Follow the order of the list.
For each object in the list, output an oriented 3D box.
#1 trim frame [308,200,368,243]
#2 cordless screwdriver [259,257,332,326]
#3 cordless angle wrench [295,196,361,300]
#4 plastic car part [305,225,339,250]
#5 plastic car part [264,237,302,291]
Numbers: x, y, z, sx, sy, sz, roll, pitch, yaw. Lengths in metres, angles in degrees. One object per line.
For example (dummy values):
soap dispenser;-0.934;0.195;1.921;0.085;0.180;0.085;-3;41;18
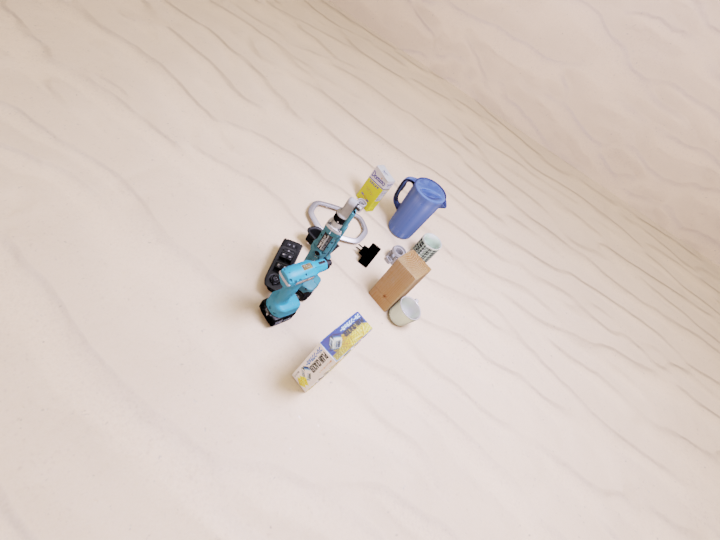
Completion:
trim frame;-0.083;-0.185;1.593;0.241;0.027;0.190;15;48;-16
cordless screwdriver;-0.183;0.054;1.189;0.154;0.249;0.077;-20;68;-39
cordless angle wrench;-0.109;-0.060;1.200;0.099;0.424;0.073;40;45;2
plastic car part;-0.142;-0.093;1.456;0.119;0.071;0.065;44;46;10
plastic car part;-0.251;-0.009;1.333;0.065;0.067;0.205;26;46;-9
